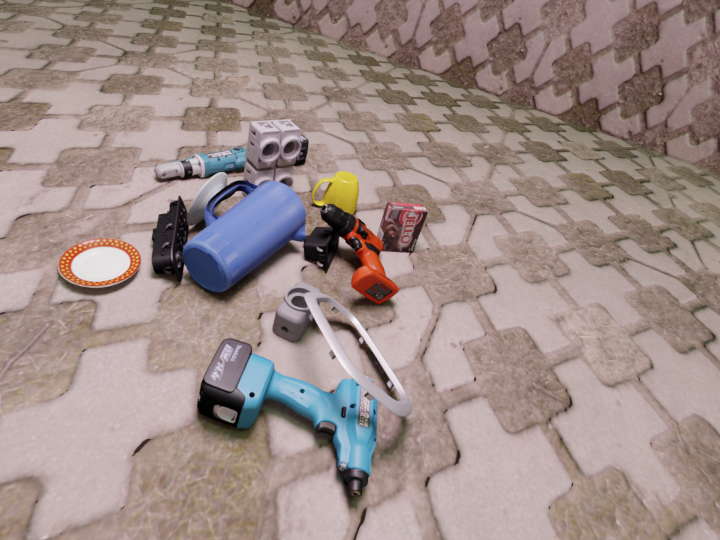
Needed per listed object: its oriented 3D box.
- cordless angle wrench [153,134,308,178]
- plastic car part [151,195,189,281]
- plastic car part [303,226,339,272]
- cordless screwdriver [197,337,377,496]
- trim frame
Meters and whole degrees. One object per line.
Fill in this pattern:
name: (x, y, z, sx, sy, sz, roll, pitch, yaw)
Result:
cordless angle wrench: (-0.325, -0.294, 1.106, 0.410, 0.073, 0.103, -24, 53, -36)
plastic car part: (-0.365, -0.062, 0.809, 0.066, 0.064, 0.213, -8, 43, -16)
plastic car part: (-0.088, -0.058, 0.905, 0.072, 0.064, 0.118, 5, 33, 8)
cordless screwdriver: (-0.097, 0.195, 0.575, 0.247, 0.073, 0.163, 16, 38, -5)
trim frame: (-0.007, 0.119, 0.649, 0.174, 0.027, 0.262, 34, 11, -45)
